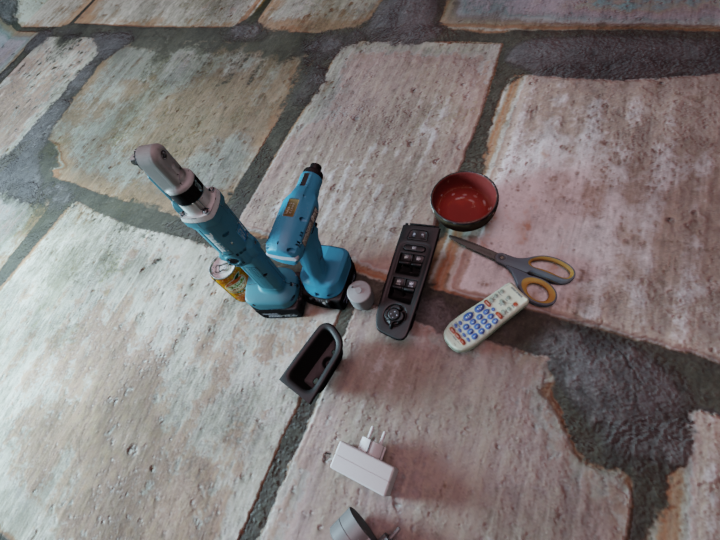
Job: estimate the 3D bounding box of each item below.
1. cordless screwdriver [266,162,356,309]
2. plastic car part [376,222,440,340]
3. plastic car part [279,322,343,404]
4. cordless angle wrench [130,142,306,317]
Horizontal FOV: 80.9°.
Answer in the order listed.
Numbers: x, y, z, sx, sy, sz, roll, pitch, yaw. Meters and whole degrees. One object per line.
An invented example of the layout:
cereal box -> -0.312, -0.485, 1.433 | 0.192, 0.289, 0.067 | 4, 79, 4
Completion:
cordless screwdriver -> -0.067, -0.044, 0.685 | 0.077, 0.237, 0.161 | 8, 65, 18
plastic car part -> 0.078, 0.021, 0.706 | 0.069, 0.064, 0.204 | 12, 66, 21
plastic car part -> -0.063, 0.150, 0.677 | 0.069, 0.068, 0.116 | 28, 73, 27
cordless angle wrench -> -0.182, -0.036, 0.619 | 0.100, 0.404, 0.076 | -3, 62, 12
